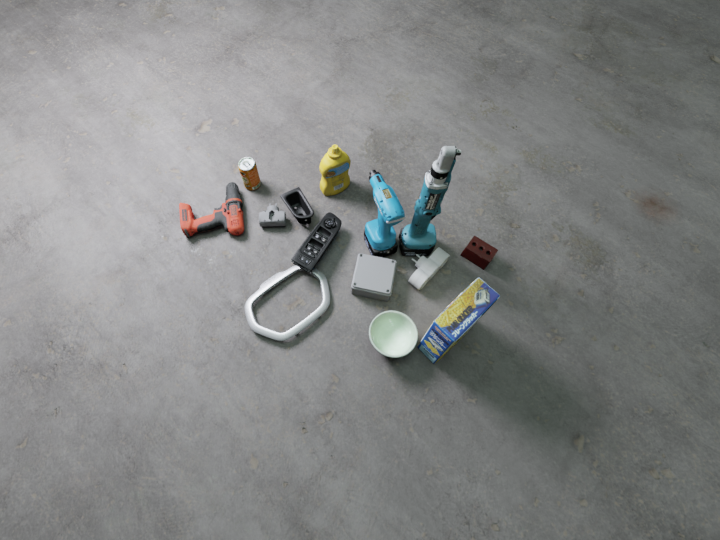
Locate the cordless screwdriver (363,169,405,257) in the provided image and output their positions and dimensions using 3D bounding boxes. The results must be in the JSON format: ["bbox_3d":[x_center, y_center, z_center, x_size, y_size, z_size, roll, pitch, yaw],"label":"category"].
[{"bbox_3d":[0.054,-0.146,1.147,0.073,0.242,0.165,-17,65,-11],"label":"cordless screwdriver"}]

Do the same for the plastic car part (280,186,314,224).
[{"bbox_3d":[-0.185,-0.181,1.271,0.065,0.069,0.121,-27,66,-14],"label":"plastic car part"}]

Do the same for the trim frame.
[{"bbox_3d":[-0.197,0.082,1.156,0.246,0.027,0.191,-38,67,-17],"label":"trim frame"}]

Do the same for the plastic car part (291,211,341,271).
[{"bbox_3d":[-0.119,-0.078,1.216,0.068,0.065,0.203,26,66,12],"label":"plastic car part"}]

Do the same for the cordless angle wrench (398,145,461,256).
[{"bbox_3d":[0.170,-0.162,1.056,0.098,0.412,0.076,2,64,-2],"label":"cordless angle wrench"}]
